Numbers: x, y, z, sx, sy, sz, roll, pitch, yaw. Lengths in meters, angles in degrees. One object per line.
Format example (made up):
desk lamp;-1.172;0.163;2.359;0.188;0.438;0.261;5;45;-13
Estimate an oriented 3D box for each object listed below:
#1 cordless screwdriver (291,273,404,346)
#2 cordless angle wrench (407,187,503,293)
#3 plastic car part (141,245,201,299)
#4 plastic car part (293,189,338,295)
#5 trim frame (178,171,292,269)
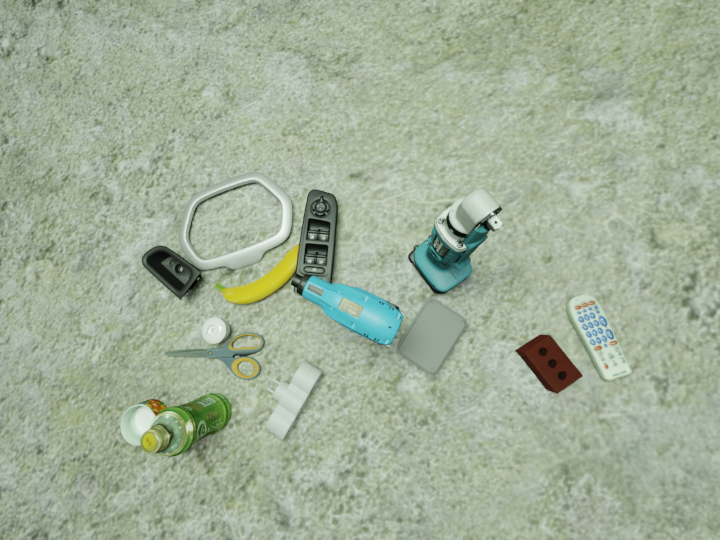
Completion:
cordless screwdriver;-0.014;0.058;0.670;0.163;0.243;0.074;25;85;9
cordless angle wrench;0.124;-0.035;0.576;0.074;0.413;0.100;-35;81;0
plastic car part;-0.362;-0.001;0.833;0.120;0.069;0.066;36;87;13
plastic car part;-0.078;-0.051;0.793;0.067;0.065;0.205;3;80;8
trim frame;-0.254;-0.097;0.853;0.250;0.027;0.188;-20;77;6
